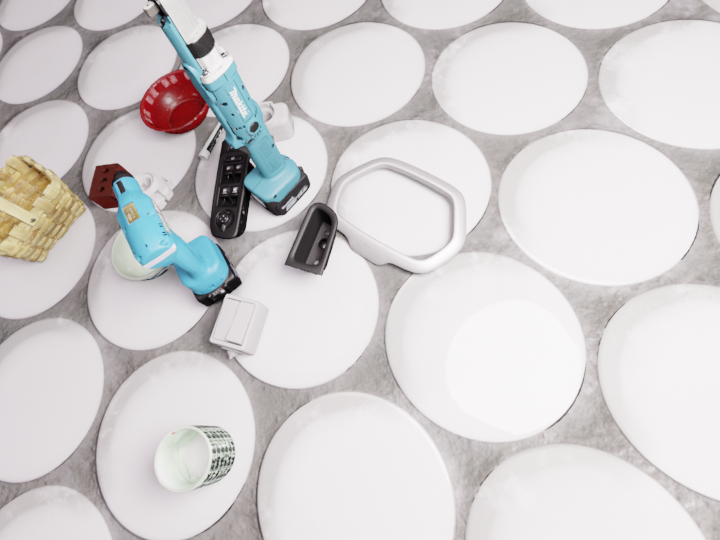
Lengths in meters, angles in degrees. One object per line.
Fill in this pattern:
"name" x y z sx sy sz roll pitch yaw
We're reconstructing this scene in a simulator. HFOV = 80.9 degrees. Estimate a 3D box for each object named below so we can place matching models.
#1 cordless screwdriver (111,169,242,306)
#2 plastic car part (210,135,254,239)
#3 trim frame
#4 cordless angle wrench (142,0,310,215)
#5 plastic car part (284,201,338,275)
"cordless screwdriver" -0.283 -0.043 0.653 0.074 0.240 0.166 -34 68 -5
"plastic car part" -0.232 -0.146 0.778 0.068 0.064 0.207 0 69 10
"trim frame" 0.058 -0.098 0.714 0.259 0.026 0.184 32 78 22
"cordless angle wrench" -0.170 -0.214 0.603 0.077 0.408 0.098 38 80 18
"plastic car part" -0.068 -0.045 0.698 0.068 0.068 0.117 15 73 15
